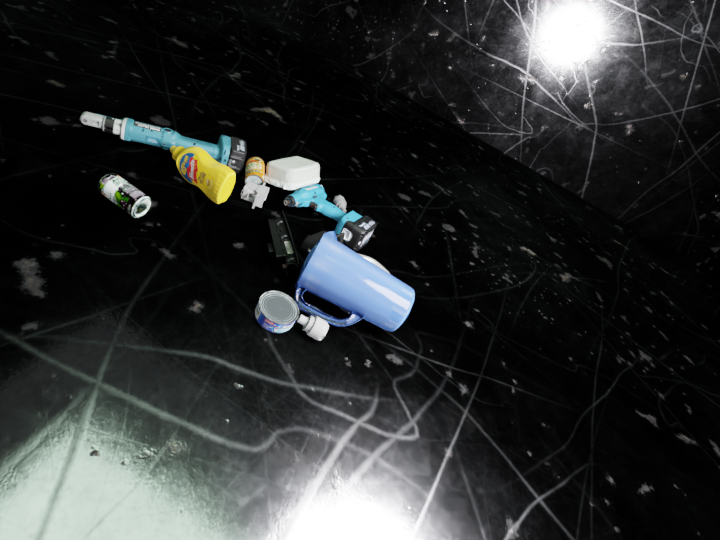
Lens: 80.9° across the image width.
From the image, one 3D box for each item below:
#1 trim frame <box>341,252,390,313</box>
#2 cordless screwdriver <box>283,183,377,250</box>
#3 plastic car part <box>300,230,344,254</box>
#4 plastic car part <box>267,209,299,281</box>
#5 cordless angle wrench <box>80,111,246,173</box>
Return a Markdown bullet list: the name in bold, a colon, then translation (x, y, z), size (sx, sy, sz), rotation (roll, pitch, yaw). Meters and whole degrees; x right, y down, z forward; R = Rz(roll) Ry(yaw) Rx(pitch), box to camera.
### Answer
- **trim frame**: translation (-0.001, 0.032, 1.047), size (0.186, 0.027, 0.248), rotation (29, 33, 3)
- **cordless screwdriver**: translation (-0.089, -0.153, 1.183), size (0.258, 0.074, 0.155), rotation (37, 36, 19)
- **plastic car part**: translation (-0.106, -0.069, 1.082), size (0.075, 0.065, 0.112), rotation (33, 35, 31)
- **plastic car part**: translation (-0.191, -0.063, 1.015), size (0.066, 0.064, 0.212), rotation (-10, 46, -9)
- **cordless angle wrench**: translation (-0.526, -0.359, 1.150), size (0.408, 0.074, 0.102), rotation (9, 39, -21)
